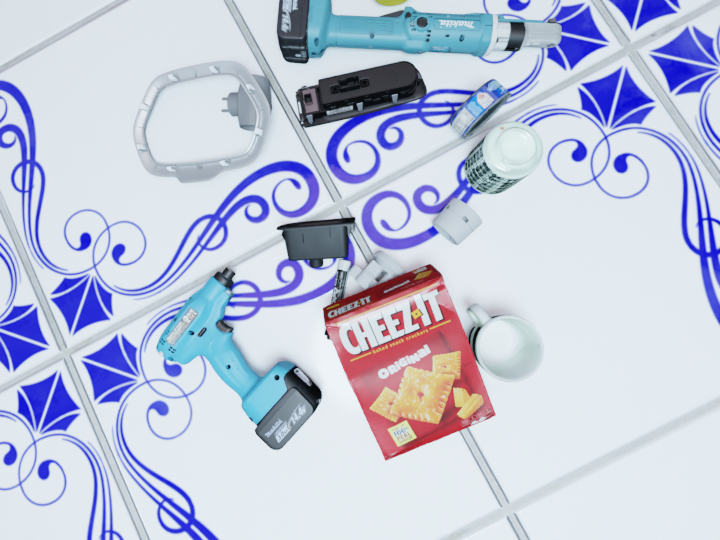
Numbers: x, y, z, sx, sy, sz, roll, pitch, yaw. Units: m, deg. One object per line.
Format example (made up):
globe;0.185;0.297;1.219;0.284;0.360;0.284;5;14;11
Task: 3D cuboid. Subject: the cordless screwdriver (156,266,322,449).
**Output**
cordless screwdriver;-0.163;0.122;0.618;0.254;0.073;0.159;37;88;11

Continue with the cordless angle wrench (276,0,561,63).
cordless angle wrench;0.088;-0.365;0.646;0.425;0.073;0.098;4;86;3

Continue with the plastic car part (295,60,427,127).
plastic car part;0.001;-0.280;0.649;0.203;0.066;0.067;-10;79;1

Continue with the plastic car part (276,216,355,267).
plastic car part;-0.062;-0.041;0.634;0.118;0.066;0.070;-7;100;6

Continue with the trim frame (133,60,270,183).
trim frame;-0.254;-0.228;0.656;0.255;0.027;0.184;-1;92;16
